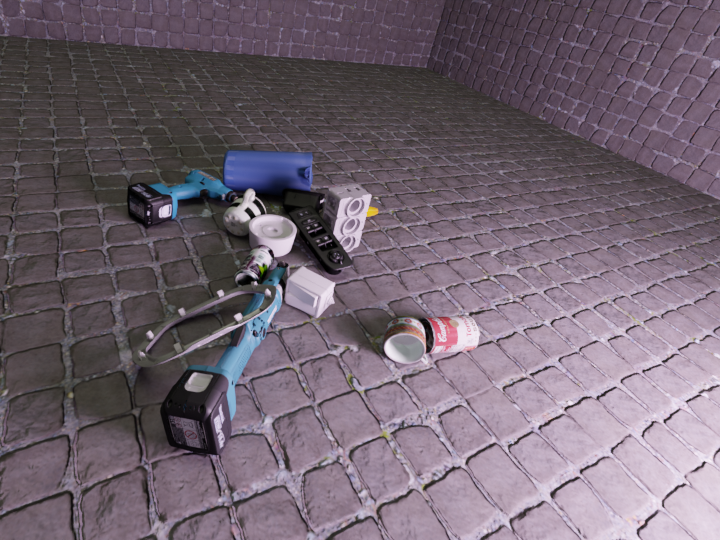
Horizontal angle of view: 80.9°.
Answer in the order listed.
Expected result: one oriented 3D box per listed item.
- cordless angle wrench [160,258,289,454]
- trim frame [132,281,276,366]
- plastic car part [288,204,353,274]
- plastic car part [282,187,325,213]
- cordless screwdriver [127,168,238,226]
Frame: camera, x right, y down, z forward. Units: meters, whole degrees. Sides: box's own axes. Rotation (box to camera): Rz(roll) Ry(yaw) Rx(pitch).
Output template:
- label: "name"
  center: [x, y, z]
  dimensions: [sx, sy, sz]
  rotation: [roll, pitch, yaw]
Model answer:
- label: "cordless angle wrench"
  center: [-0.191, 0.103, 0.723]
  dimensions: [0.075, 0.095, 0.427]
  rotation: [4, 30, 7]
- label: "trim frame"
  center: [-0.252, 0.079, 0.690]
  dimensions: [0.245, 0.027, 0.192]
  rotation: [-25, 23, -15]
- label: "plastic car part"
  center: [-0.096, -0.063, 0.978]
  dimensions: [0.064, 0.066, 0.213]
  rotation: [-17, 51, -32]
- label: "plastic car part"
  center: [-0.158, -0.172, 1.132]
  dimensions: [0.117, 0.064, 0.073]
  rotation: [8, 50, -1]
- label: "cordless screwdriver"
  center: [-0.434, -0.180, 1.048]
  dimensions: [0.165, 0.073, 0.244]
  rotation: [26, 34, 17]
